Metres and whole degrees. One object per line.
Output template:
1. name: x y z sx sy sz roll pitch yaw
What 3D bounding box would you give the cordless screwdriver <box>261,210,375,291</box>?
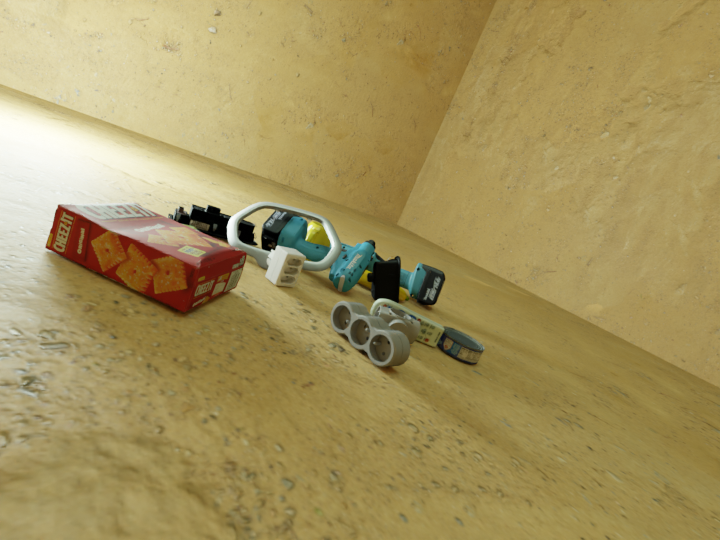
1. cordless screwdriver: -0.095 -0.062 0.967 0.256 0.073 0.158 26 47 15

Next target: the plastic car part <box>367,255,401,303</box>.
1. plastic car part: 0.051 0.023 0.954 0.070 0.115 0.068 -2 14 -7

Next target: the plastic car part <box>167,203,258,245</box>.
1. plastic car part: -0.321 -0.106 0.946 0.194 0.067 0.069 20 4 -25

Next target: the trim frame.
1. trim frame: -0.161 -0.072 0.902 0.248 0.027 0.188 14 47 -2

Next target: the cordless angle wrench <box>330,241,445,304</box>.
1. cordless angle wrench: 0.010 -0.025 1.142 0.438 0.098 0.072 22 -1 19
